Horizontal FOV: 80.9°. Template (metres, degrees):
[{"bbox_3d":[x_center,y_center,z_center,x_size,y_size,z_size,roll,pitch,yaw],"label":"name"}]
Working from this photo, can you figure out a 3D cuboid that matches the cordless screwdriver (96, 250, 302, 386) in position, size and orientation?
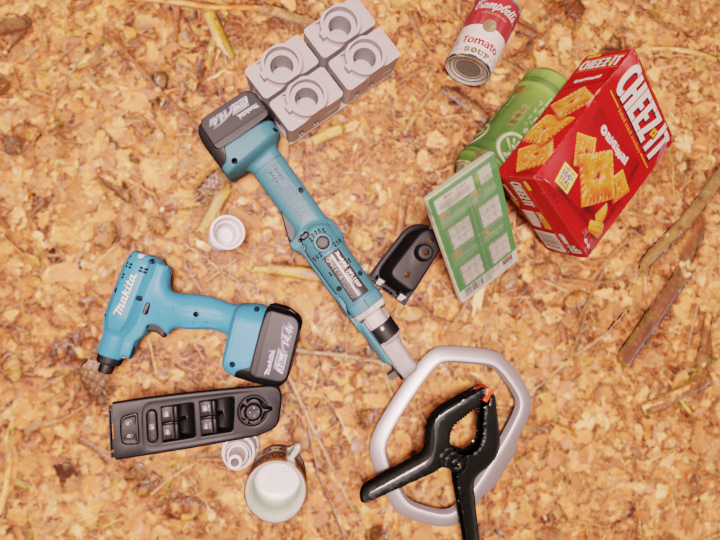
[{"bbox_3d":[-0.206,0.086,0.540,0.250,0.074,0.159,18,85,2],"label":"cordless screwdriver"}]

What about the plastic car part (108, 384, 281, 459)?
[{"bbox_3d":[-0.199,0.182,0.531,0.200,0.067,0.067,-5,80,-8],"label":"plastic car part"}]

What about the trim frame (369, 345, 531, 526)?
[{"bbox_3d":[0.123,0.218,0.568,0.184,0.027,0.248,34,82,1],"label":"trim frame"}]

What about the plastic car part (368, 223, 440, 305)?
[{"bbox_3d":[0.072,-0.016,0.564,0.066,0.071,0.116,36,87,-4],"label":"plastic car part"}]

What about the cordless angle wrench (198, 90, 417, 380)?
[{"bbox_3d":[-0.055,-0.036,0.561,0.097,0.075,0.423,-36,90,-6],"label":"cordless angle wrench"}]
